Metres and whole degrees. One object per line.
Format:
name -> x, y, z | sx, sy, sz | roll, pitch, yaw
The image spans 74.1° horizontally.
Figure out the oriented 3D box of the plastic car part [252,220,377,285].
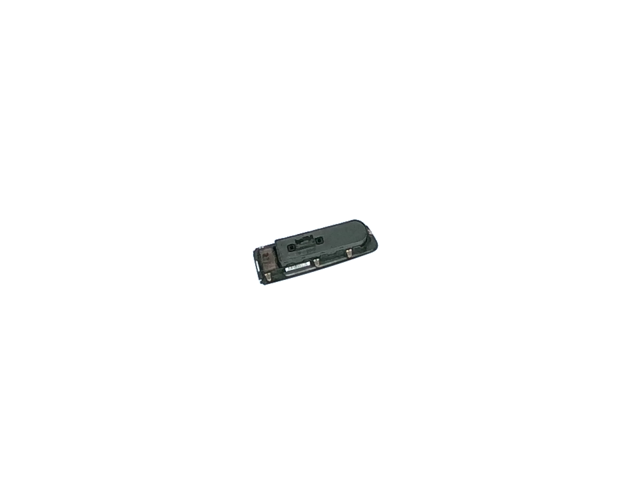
plastic car part -> -0.007, 0.009, 0.684 | 0.203, 0.066, 0.067 | -13, -31, -9
